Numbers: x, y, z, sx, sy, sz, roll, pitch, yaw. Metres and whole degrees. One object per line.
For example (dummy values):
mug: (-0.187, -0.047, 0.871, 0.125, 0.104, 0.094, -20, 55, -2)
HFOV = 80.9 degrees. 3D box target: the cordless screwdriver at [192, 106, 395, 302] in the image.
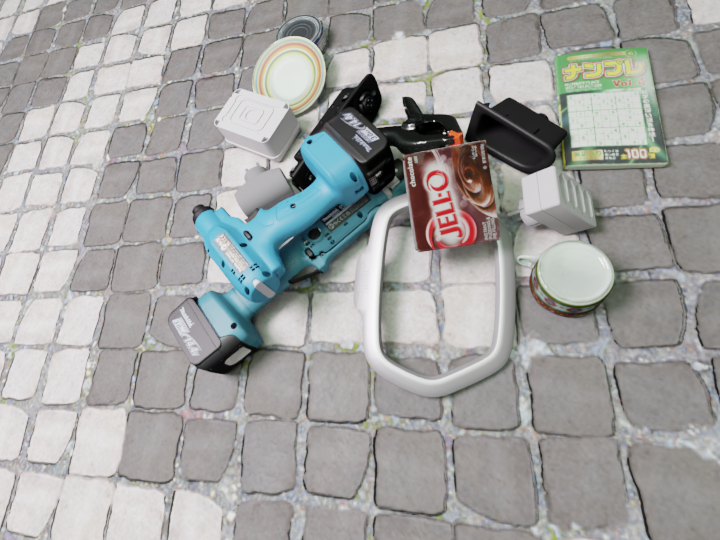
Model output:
cordless screwdriver: (-0.088, -0.096, 0.523, 0.248, 0.071, 0.167, -43, 64, -4)

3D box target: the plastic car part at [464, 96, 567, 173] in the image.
plastic car part: (0.206, -0.179, 0.542, 0.121, 0.064, 0.070, 39, 69, 22)

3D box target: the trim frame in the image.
trim frame: (0.085, 0.018, 0.499, 0.187, 0.027, 0.251, 3, 77, 8)

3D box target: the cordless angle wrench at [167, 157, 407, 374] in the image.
cordless angle wrench: (-0.054, -0.036, 0.557, 0.422, 0.071, 0.102, -40, 66, -4)

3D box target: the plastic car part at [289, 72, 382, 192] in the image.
plastic car part: (-0.039, -0.198, 0.623, 0.071, 0.063, 0.203, 28, 80, 48)
